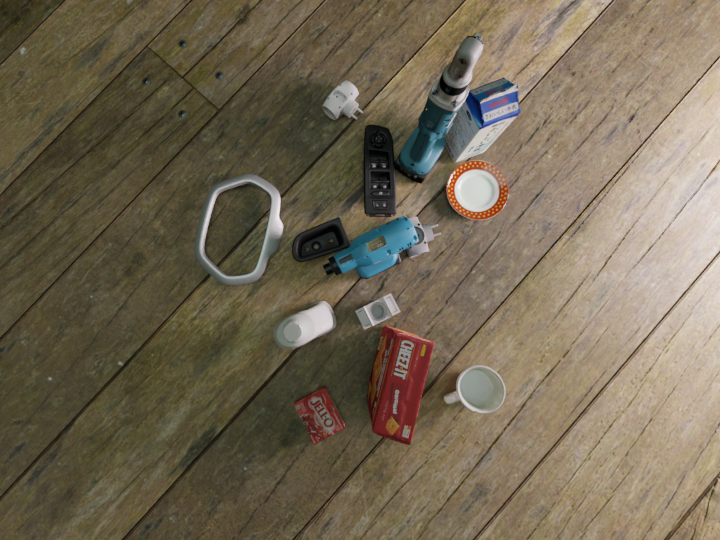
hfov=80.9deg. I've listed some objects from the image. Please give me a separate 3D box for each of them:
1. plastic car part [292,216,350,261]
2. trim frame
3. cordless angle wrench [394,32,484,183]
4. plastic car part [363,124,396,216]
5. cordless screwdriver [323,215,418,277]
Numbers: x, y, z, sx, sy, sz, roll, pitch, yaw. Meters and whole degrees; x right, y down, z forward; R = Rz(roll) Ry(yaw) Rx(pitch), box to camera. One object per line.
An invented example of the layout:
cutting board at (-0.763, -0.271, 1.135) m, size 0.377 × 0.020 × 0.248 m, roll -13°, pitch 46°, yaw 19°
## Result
plastic car part at (-0.087, -0.057, 0.885) m, size 0.117 × 0.070 × 0.067 m, roll -21°, pitch 84°, yaw 0°
trim frame at (-0.264, -0.090, 0.924) m, size 0.186 × 0.027 × 0.249 m, roll 11°, pitch 83°, yaw 5°
cordless angle wrench at (0.128, -0.255, 0.721) m, size 0.075 × 0.419 × 0.098 m, roll 33°, pitch 86°, yaw 1°
plastic car part at (0.039, -0.209, 0.898) m, size 0.067 × 0.066 × 0.204 m, roll -1°, pitch 83°, yaw 1°
cordless screwdriver at (0.011, -0.027, 0.785) m, size 0.159 × 0.246 × 0.075 m, roll -26°, pitch 86°, yaw -2°
